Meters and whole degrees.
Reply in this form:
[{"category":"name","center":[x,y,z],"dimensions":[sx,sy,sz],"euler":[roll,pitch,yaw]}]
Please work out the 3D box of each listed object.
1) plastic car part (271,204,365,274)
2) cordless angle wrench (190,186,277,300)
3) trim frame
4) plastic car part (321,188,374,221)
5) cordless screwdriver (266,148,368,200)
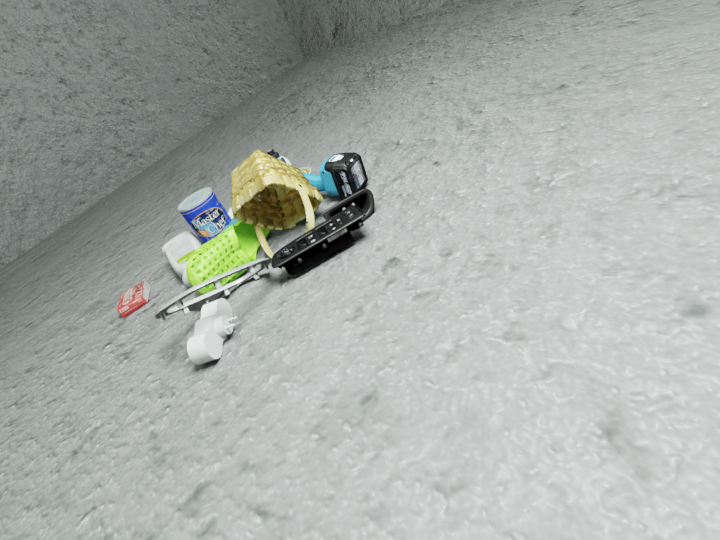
[{"category":"plastic car part","center":[-0.081,-0.053,0.829],"dimensions":[0.202,0.064,0.070],"euler":[-27,38,-2]},{"category":"cordless angle wrench","center":[-0.308,-0.082,1.035],"dimensions":[0.074,0.097,0.429],"euler":[118,172,-48]},{"category":"trim frame","center":[-0.272,0.035,0.807],"dimensions":[0.241,0.027,0.189],"euler":[-31,2,-44]},{"category":"plastic car part","center":[-0.029,-0.126,0.906],"dimensions":[0.115,0.064,0.074],"euler":[-35,18,-15]},{"category":"cordless screwdriver","center":[-0.116,-0.240,1.032],"dimensions":[0.261,0.152,0.074],"euler":[0,38,37]}]
